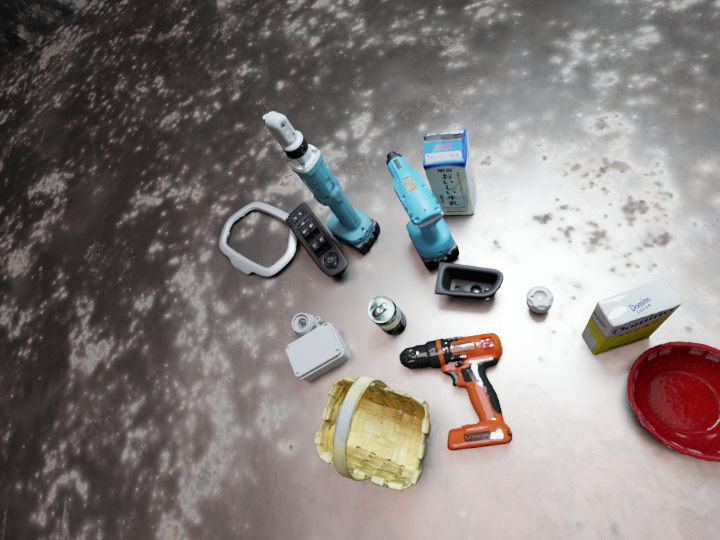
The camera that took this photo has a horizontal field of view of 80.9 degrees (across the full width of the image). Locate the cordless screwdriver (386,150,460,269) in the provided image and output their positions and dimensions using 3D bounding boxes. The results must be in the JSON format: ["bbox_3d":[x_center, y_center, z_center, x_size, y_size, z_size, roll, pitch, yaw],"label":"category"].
[{"bbox_3d":[0.113,-0.109,0.803,0.075,0.236,0.166,-28,61,7],"label":"cordless screwdriver"}]

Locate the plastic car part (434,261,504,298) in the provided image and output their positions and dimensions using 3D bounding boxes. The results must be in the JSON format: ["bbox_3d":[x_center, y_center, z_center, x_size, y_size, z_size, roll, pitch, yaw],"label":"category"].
[{"bbox_3d":[0.208,0.029,0.800,0.121,0.067,0.067,6,71,24],"label":"plastic car part"}]

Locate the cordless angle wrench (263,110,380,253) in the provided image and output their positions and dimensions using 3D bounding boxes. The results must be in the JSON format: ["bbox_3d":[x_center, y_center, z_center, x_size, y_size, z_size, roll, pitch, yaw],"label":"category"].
[{"bbox_3d":[-0.066,-0.154,0.802,0.103,0.402,0.074,30,81,28],"label":"cordless angle wrench"}]

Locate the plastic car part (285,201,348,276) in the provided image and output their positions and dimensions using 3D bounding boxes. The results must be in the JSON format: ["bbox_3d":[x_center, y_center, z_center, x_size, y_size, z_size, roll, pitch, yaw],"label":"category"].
[{"bbox_3d":[-0.095,-0.062,0.972,0.066,0.064,0.213,-38,59,2],"label":"plastic car part"}]

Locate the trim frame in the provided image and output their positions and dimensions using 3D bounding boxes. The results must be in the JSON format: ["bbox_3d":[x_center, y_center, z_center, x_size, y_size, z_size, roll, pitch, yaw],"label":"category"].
[{"bbox_3d":[-0.260,-0.081,1.072,0.261,0.026,0.184,25,79,30],"label":"trim frame"}]
